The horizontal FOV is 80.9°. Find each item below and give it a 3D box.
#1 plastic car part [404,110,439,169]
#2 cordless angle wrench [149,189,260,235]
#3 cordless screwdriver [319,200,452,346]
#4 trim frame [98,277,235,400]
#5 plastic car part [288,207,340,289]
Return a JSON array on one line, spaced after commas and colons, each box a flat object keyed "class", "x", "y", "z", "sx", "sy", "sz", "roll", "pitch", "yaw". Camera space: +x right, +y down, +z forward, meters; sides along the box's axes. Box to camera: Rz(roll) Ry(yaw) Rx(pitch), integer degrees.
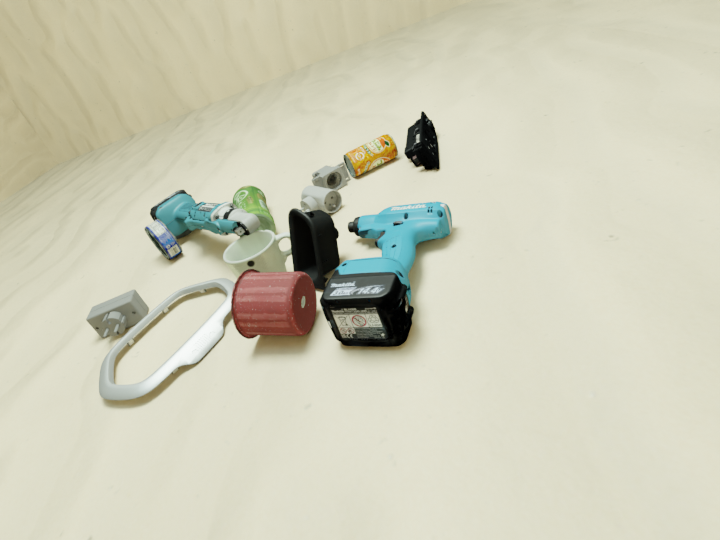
[{"class": "plastic car part", "x": 0.124, "y": -0.262, "z": 0.863, "sx": 0.068, "sy": 0.064, "sz": 0.206, "roll": -34, "pitch": 25, "yaw": 34}, {"class": "cordless angle wrench", "x": -0.299, "y": -0.103, "z": 0.812, "sx": 0.097, "sy": 0.071, "sz": 0.446, "roll": -43, "pitch": 32, "yaw": -25}, {"class": "cordless screwdriver", "x": 0.019, "y": -0.013, "z": 0.567, "sx": 0.166, "sy": 0.071, "sz": 0.248, "roll": -3, "pitch": 35, "yaw": 29}, {"class": "trim frame", "x": -0.288, "y": 0.095, "z": 0.645, "sx": 0.193, "sy": 0.026, "sz": 0.246, "roll": 4, "pitch": 41, "yaw": 37}, {"class": "plastic car part", "x": -0.062, "y": -0.040, "z": 0.631, "sx": 0.069, "sy": 0.114, "sz": 0.068, "roll": 11, "pitch": 21, "yaw": 42}]
